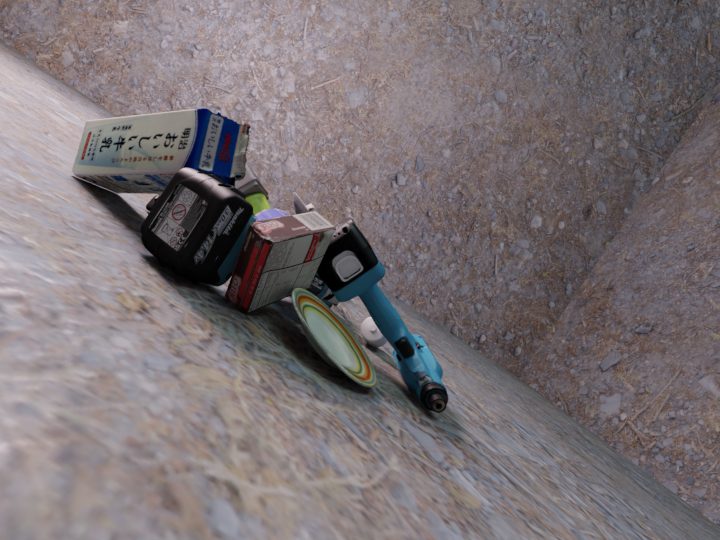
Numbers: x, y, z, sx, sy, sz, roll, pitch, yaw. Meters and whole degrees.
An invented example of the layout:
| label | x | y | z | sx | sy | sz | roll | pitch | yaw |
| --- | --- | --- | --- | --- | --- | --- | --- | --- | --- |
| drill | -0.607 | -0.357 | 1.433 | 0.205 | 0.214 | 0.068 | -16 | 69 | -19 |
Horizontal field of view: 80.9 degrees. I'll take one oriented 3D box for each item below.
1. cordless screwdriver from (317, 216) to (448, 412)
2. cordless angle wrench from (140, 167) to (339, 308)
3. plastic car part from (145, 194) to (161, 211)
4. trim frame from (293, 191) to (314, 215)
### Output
| label | x | y | z | sx | sy | sz | roll | pitch | yaw |
| --- | --- | --- | --- | --- | --- | --- | --- | --- | --- |
| cordless screwdriver | 0.027 | 0.055 | 0.541 | 0.244 | 0.074 | 0.162 | 56 | 4 | -11 |
| cordless angle wrench | -0.103 | -0.003 | 0.572 | 0.078 | 0.098 | 0.404 | 31 | -3 | 23 |
| plastic car part | -0.254 | -0.083 | 0.609 | 0.075 | 0.066 | 0.110 | 14 | -8 | 43 |
| trim frame | -0.074 | -0.049 | 0.759 | 0.189 | 0.027 | 0.243 | 57 | -8 | 14 |
